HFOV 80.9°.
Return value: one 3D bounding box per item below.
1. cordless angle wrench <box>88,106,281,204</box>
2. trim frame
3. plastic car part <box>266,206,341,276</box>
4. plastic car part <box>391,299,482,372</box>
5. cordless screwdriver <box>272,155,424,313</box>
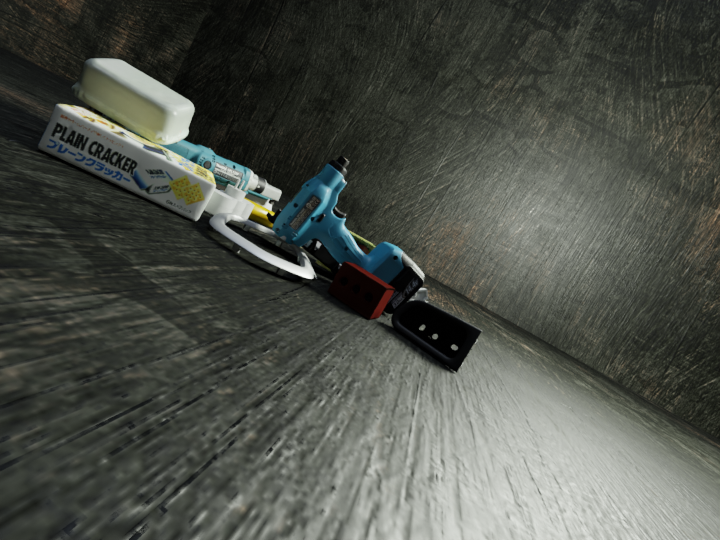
[{"bbox_3d":[-0.324,-0.219,0.857,0.400,0.098,0.079,17,10,-46],"label":"cordless angle wrench"},{"bbox_3d":[-0.147,-0.039,0.658,0.180,0.027,0.255,26,5,-15],"label":"trim frame"},{"bbox_3d":[-0.073,-0.048,0.748,0.197,0.067,0.068,44,-8,-15],"label":"plastic car part"},{"bbox_3d":[0.109,0.092,0.614,0.123,0.066,0.067,29,-10,34],"label":"plastic car part"},{"bbox_3d":[-0.001,-0.055,0.686,0.242,0.159,0.076,39,4,-14],"label":"cordless screwdriver"}]
